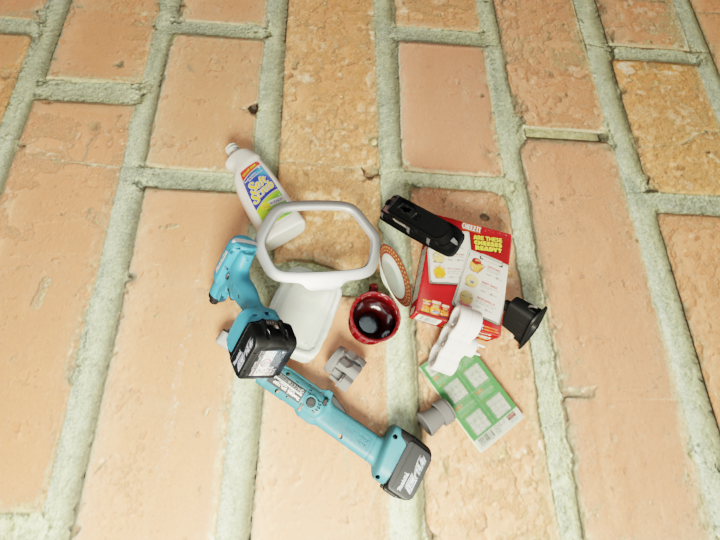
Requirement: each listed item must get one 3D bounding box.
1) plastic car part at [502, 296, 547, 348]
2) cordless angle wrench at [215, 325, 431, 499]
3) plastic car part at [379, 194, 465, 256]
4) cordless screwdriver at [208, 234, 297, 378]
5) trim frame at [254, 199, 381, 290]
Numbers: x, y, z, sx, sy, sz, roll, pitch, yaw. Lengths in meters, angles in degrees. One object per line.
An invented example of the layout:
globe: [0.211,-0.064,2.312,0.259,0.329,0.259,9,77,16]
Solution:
plastic car part: [0.303,0.087,0.805,0.065,0.111,0.075,-43,56,-18]
cordless angle wrench: [-0.085,0.233,0.746,0.432,0.073,0.098,31,70,11]
plastic car part: [0.115,-0.100,0.833,0.066,0.063,0.215,-45,51,-7]
cordless screwdriver: [-0.204,0.073,0.726,0.070,0.159,0.262,11,36,-39]
trim frame: [-0.079,-0.052,0.813,0.243,0.027,0.189,-3,68,-14]
